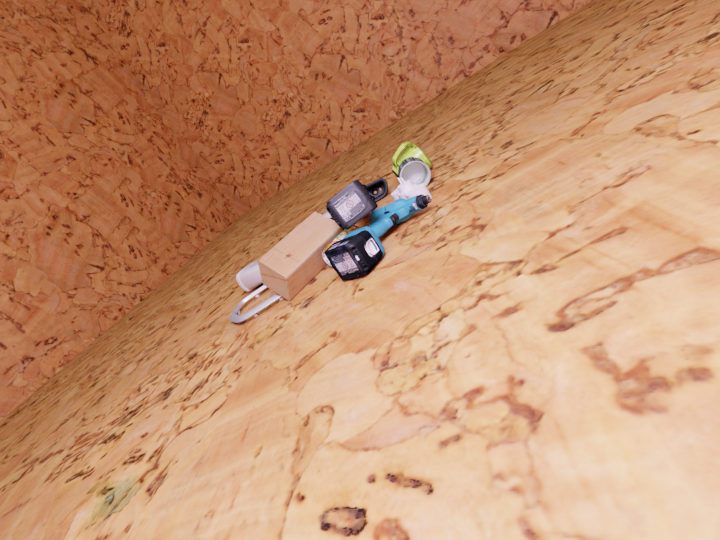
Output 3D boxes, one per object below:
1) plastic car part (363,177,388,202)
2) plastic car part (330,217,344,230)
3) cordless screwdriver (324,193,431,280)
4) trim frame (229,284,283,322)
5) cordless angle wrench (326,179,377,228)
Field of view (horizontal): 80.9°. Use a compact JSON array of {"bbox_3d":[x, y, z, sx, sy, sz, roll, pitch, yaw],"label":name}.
[{"bbox_3d":[0.036,-0.240,1.317,0.118,0.066,0.070,-27,4,12],"label":"plastic car part"},{"bbox_3d":[-0.114,-0.075,1.171,0.205,0.063,0.070,-29,43,12],"label":"plastic car part"},{"bbox_3d":[0.044,-0.084,0.903,0.165,0.073,0.246,-19,21,43],"label":"cordless screwdriver"},{"bbox_3d":[-0.237,0.059,1.093,0.249,0.027,0.189,-35,20,4],"label":"trim frame"},{"bbox_3d":[-0.003,-0.168,1.085,0.098,0.074,0.420,-37,4,10],"label":"cordless angle wrench"}]
